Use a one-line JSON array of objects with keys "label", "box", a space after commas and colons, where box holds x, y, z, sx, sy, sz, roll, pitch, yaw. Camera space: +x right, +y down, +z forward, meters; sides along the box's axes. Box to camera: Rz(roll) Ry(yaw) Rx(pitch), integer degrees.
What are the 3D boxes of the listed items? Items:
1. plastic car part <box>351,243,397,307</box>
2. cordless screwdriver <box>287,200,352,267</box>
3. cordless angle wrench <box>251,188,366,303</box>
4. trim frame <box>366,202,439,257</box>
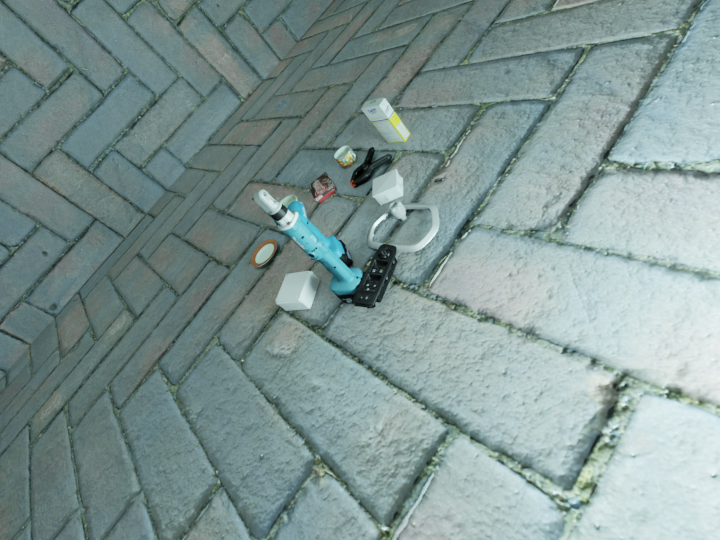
[{"label": "plastic car part", "box": [0.051, 0.019, 1.107, 0.069, 0.063, 0.204, -3, 54, 41]}, {"label": "cordless screwdriver", "box": [-0.118, -0.077, 1.209, 0.075, 0.236, 0.166, -34, 37, 14]}, {"label": "cordless angle wrench", "box": [-0.115, -0.057, 1.052, 0.102, 0.401, 0.075, -9, 48, 39]}, {"label": "trim frame", "box": [0.117, -0.119, 1.203, 0.262, 0.026, 0.184, 10, 63, 47]}]
